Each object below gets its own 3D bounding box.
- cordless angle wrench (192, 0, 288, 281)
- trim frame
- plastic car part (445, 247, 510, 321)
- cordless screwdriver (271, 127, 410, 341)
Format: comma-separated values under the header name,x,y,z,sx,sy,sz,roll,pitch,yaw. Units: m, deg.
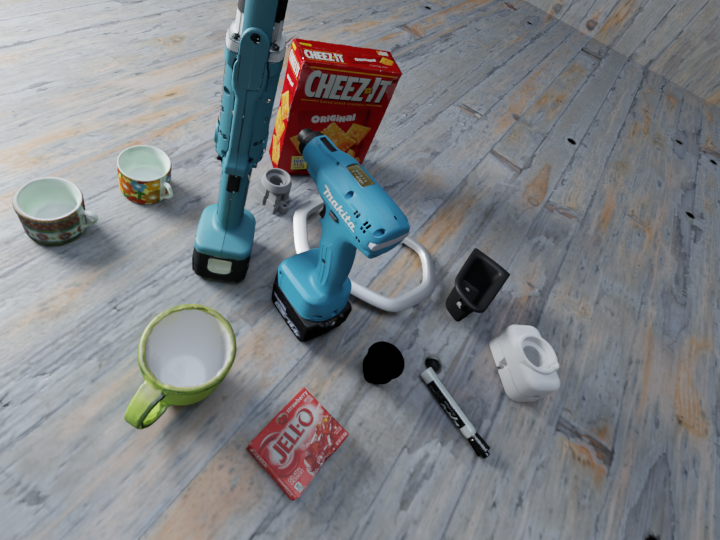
name,x,y,z,sx,sy,sz,roll,pitch,yaw
cordless angle wrench,-0.125,-0.138,0.444,0.072,0.420,0.101,12,52,-16
trim frame,0.006,-0.033,0.664,0.250,0.027,0.185,27,49,3
plastic car part,0.163,0.032,0.639,0.067,0.070,0.115,39,51,10
cordless screwdriver,-0.049,-0.032,0.500,0.072,0.247,0.165,-21,65,-34
